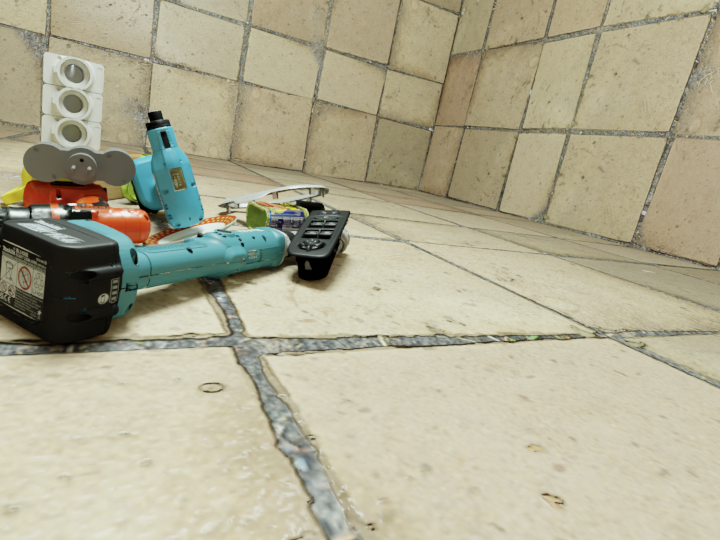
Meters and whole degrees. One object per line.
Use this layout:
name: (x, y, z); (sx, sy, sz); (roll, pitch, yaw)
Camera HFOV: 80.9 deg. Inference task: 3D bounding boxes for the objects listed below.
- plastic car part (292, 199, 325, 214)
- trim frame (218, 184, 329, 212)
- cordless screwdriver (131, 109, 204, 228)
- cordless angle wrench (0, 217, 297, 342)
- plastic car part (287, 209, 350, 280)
plastic car part: (-0.130, -0.115, 0.896); (0.074, 0.065, 0.113); (1, 7, 23)
trim frame: (-0.180, -0.147, 0.884); (0.258, 0.027, 0.177); (-4, 3, 27)
cordless screwdriver: (-0.317, -0.157, 0.668); (0.072, 0.155, 0.262); (-21, 21, -29)
cordless angle wrench: (-0.165, -0.020, 0.489); (0.102, 0.074, 0.410); (16, 13, 19)
plastic car part: (-0.060, -0.039, 0.616); (0.067, 0.066, 0.204); (8, 20, 3)
